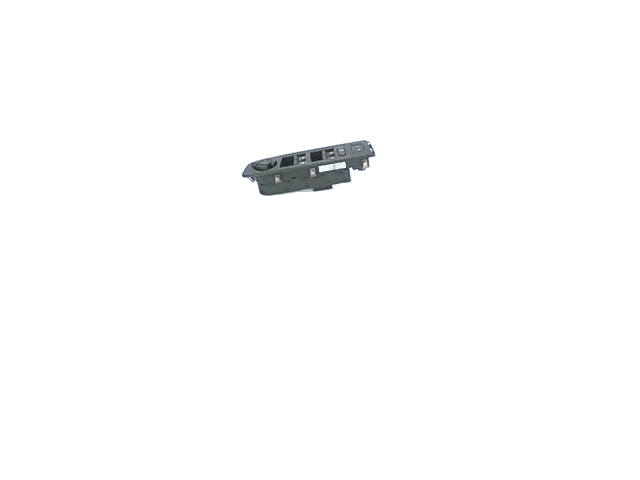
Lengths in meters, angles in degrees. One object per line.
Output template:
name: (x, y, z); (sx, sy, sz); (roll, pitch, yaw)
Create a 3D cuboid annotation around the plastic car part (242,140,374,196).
plastic car part: (-0.019, -0.110, 0.668); (0.203, 0.067, 0.066); (-6, 41, 2)
